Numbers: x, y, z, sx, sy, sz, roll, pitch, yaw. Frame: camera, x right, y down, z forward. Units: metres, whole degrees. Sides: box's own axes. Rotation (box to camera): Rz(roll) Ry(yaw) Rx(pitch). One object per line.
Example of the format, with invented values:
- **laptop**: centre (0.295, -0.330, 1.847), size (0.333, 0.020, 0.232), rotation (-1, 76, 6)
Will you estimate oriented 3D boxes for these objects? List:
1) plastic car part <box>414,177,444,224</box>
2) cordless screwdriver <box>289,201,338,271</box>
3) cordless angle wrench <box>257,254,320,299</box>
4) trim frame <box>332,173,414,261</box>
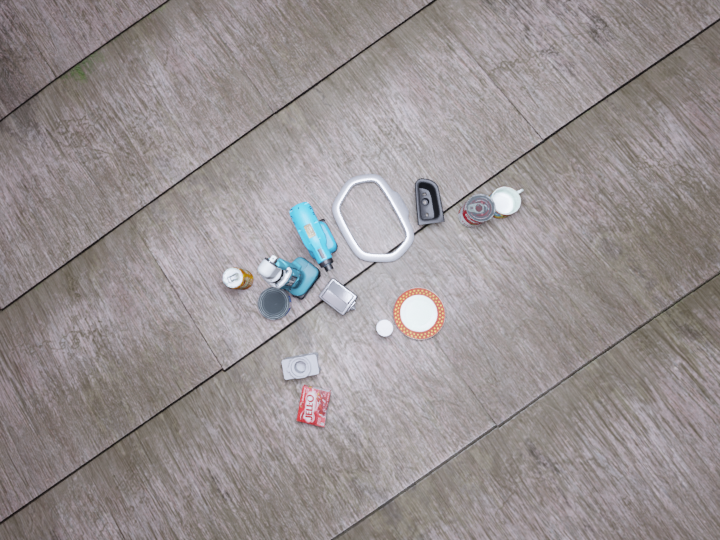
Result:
- **plastic car part**: centre (0.170, -0.173, 1.084), size (0.066, 0.070, 0.117), rotation (-7, 83, 3)
- **cordless screwdriver**: centre (-0.099, -0.065, 1.013), size (0.074, 0.245, 0.161), rotation (-27, 85, 0)
- **cordless angle wrench**: centre (-0.160, 0.010, 0.924), size (0.075, 0.417, 0.098), rotation (37, 88, 3)
- **trim frame**: centre (0.034, -0.138, 1.117), size (0.184, 0.027, 0.252), rotation (-29, 81, 2)
